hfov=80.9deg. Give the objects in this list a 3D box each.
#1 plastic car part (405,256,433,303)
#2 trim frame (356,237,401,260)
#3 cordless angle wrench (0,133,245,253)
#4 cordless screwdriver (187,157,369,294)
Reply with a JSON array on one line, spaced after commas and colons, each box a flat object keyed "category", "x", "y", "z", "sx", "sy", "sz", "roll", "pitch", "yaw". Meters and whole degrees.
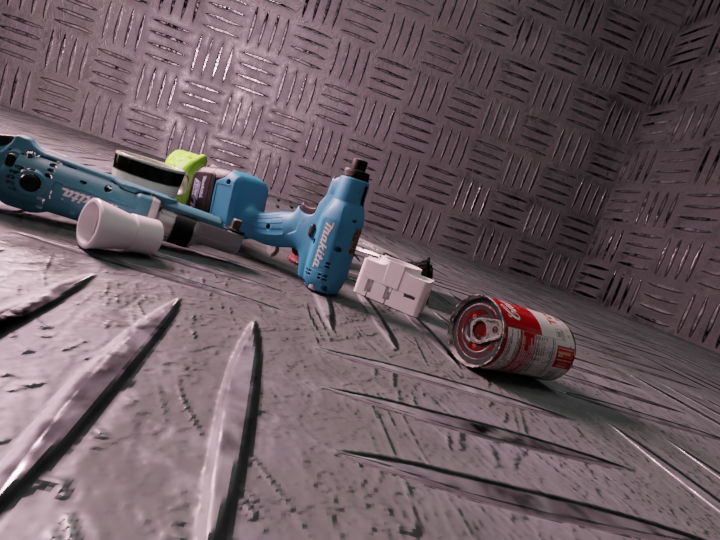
[{"category": "plastic car part", "x": 0.096, "y": 0.011, "z": 0.730, "sx": 0.069, "sy": 0.066, "sz": 0.198, "roll": -6, "pitch": 3, "yaw": 15}, {"category": "trim frame", "x": -0.029, "y": -0.058, "z": 0.875, "sx": 0.237, "sy": 0.027, "sz": 0.193, "roll": 25, "pitch": -6, "yaw": -30}, {"category": "cordless angle wrench", "x": -0.310, "y": -0.089, "z": 0.403, "sx": 0.404, "sy": 0.098, "sz": 0.078, "roll": 20, "pitch": 6, "yaw": -27}, {"category": "cordless screwdriver", "x": -0.108, "y": -0.085, "z": 0.544, "sx": 0.261, "sy": 0.158, "sz": 0.071, "roll": 21, "pitch": 7, "yaw": 29}]
